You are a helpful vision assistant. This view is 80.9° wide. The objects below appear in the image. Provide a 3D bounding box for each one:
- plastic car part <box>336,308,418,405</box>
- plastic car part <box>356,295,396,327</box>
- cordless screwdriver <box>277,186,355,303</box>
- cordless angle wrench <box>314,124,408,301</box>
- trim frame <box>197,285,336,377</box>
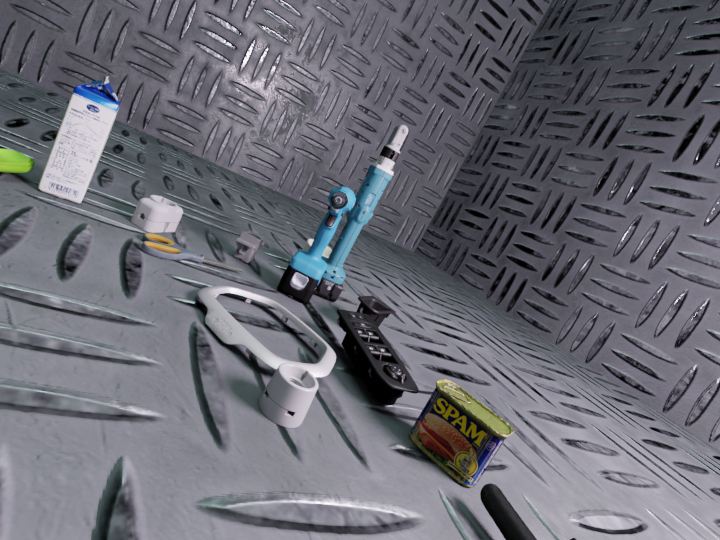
[{"bbox_3d":[0.014,0.135,0.663,0.063,0.067,0.213,22,11,-30],"label":"plastic car part"},{"bbox_3d":[0.015,0.095,0.857,0.069,0.071,0.112,31,11,21],"label":"plastic car part"},{"bbox_3d":[-0.083,-0.054,0.851,0.074,0.248,0.159,27,10,-3],"label":"cordless screwdriver"},{"bbox_3d":[-0.002,-0.133,0.959,0.072,0.422,0.101,25,10,-19],"label":"cordless angle wrench"},{"bbox_3d":[-0.142,0.085,0.631,0.262,0.027,0.174,34,12,34],"label":"trim frame"}]
